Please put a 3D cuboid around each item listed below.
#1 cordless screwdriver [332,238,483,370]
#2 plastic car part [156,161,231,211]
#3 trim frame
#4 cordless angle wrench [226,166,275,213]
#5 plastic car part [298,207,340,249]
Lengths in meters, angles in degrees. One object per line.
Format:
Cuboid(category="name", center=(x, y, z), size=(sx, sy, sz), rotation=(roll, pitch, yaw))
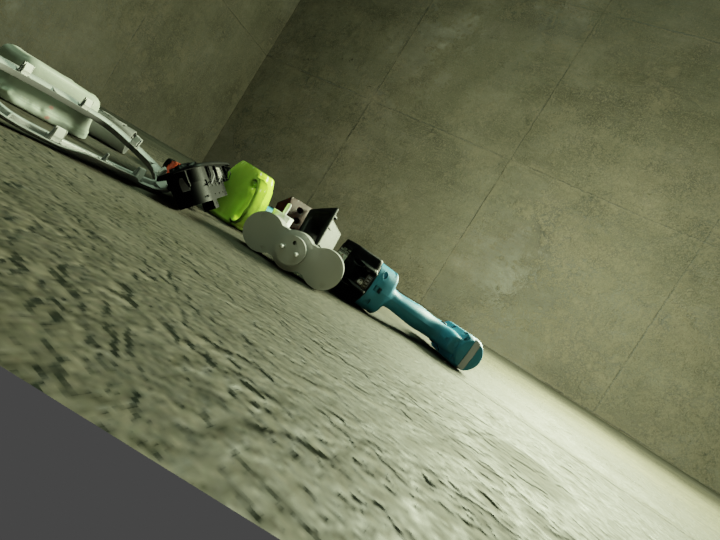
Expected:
Cuboid(category="cordless screwdriver", center=(0.059, 0.051, 0.656), size=(0.245, 0.074, 0.162), rotation=(36, 1, -10))
Cuboid(category="plastic car part", center=(-0.207, -0.108, 0.544), size=(0.066, 0.066, 0.207), rotation=(-11, 10, -7))
Cuboid(category="trim frame", center=(-0.308, -0.160, 0.464), size=(0.192, 0.027, 0.237), rotation=(48, 6, 24))
Cuboid(category="cordless angle wrench", center=(-0.188, -0.111, 0.931), size=(0.101, 0.074, 0.409), rotation=(33, 0, 14))
Cuboid(category="plastic car part", center=(-0.074, -0.048, 0.757), size=(0.069, 0.117, 0.067), rotation=(0, -35, 36))
